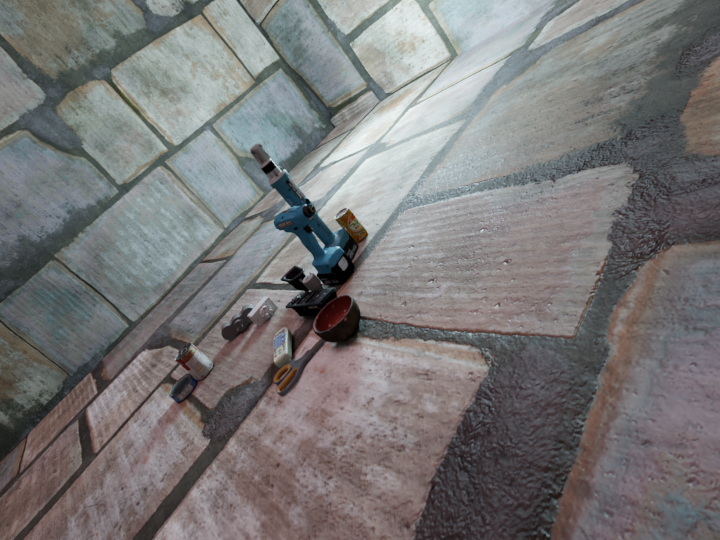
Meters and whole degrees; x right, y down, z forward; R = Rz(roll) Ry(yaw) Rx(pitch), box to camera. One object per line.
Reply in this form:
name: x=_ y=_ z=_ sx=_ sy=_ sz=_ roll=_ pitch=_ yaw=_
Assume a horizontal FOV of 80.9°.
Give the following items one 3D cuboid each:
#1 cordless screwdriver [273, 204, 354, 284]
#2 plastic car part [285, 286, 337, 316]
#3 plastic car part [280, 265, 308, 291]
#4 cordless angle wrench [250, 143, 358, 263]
cordless screwdriver: x=-0.111 y=-0.073 z=1.135 sx=0.165 sy=0.240 sz=0.074 roll=-14 pitch=32 yaw=51
plastic car part: x=-0.123 y=0.087 z=1.095 sx=0.211 sy=0.065 sz=0.066 roll=-7 pitch=39 yaw=53
plastic car part: x=-0.185 y=0.032 z=1.279 sx=0.065 sy=0.068 sz=0.121 roll=-46 pitch=23 yaw=-14
cordless angle wrench: x=-0.167 y=-0.186 z=1.206 sx=0.076 sy=0.409 sz=0.098 roll=-25 pitch=24 yaw=39
